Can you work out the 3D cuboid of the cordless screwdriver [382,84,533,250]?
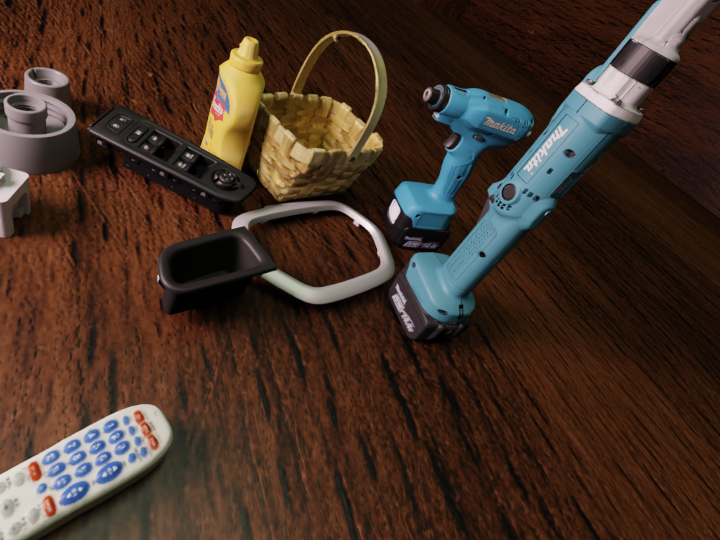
[{"bbox_3d":[0.107,-0.141,0.605,0.153,0.248,0.077,9,44,-26],"label":"cordless screwdriver"}]

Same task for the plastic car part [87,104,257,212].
[{"bbox_3d":[-0.234,-0.129,0.538,0.201,0.067,0.067,24,39,-6],"label":"plastic car part"}]

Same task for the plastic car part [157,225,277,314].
[{"bbox_3d":[-0.156,0.008,0.430,0.112,0.071,0.068,-22,62,-44],"label":"plastic car part"}]

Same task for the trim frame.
[{"bbox_3d":[-0.056,-0.037,0.571,0.239,0.027,0.192,-19,58,-42],"label":"trim frame"}]

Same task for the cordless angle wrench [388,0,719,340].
[{"bbox_3d":[0.168,-0.077,0.432,0.071,0.422,0.102,5,47,-31],"label":"cordless angle wrench"}]
